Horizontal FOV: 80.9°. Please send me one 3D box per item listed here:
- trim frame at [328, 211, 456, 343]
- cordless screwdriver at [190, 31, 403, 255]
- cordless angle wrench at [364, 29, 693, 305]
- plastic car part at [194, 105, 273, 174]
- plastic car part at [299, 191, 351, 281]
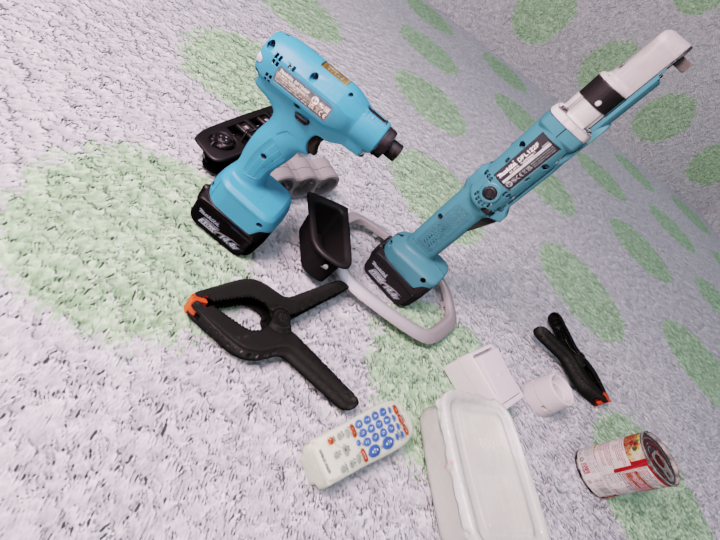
[{"bbox_3d":[0.050,0.007,0.640,0.244,0.028,0.186,34,41,-9],"label":"trim frame"},{"bbox_3d":[-0.081,-0.108,0.467,0.157,0.251,0.074,39,41,-7],"label":"cordless screwdriver"},{"bbox_3d":[0.164,-0.099,0.514,0.099,0.427,0.073,50,41,4],"label":"cordless angle wrench"},{"bbox_3d":[-0.162,-0.192,0.619,0.067,0.068,0.199,45,41,1],"label":"plastic car part"},{"bbox_3d":[-0.055,-0.036,0.562,0.063,0.071,0.120,19,46,-27],"label":"plastic car part"}]
